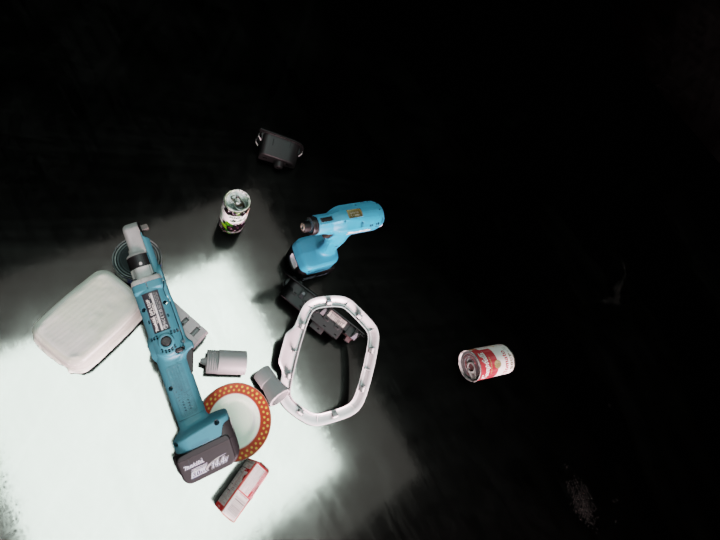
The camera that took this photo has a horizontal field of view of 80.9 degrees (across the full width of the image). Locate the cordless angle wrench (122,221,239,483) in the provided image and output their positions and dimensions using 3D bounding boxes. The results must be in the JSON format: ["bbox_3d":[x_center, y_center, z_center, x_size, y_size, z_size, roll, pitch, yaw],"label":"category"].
[{"bbox_3d":[-0.315,0.118,0.697,0.096,0.075,0.427,-20,83,-18],"label":"cordless angle wrench"}]

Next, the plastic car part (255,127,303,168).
[{"bbox_3d":[-0.193,-0.276,0.991,0.113,0.067,0.071,18,78,-18],"label":"plastic car part"}]

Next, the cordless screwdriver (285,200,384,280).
[{"bbox_3d":[-0.080,-0.052,0.816,0.153,0.252,0.076,-13,77,-33],"label":"cordless screwdriver"}]

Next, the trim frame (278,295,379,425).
[{"bbox_3d":[-0.062,0.171,0.811,0.183,0.027,0.249,16,83,-3],"label":"trim frame"}]

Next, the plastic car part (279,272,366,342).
[{"bbox_3d":[-0.088,0.084,0.868,0.203,0.066,0.067,43,85,-1],"label":"plastic car part"}]
